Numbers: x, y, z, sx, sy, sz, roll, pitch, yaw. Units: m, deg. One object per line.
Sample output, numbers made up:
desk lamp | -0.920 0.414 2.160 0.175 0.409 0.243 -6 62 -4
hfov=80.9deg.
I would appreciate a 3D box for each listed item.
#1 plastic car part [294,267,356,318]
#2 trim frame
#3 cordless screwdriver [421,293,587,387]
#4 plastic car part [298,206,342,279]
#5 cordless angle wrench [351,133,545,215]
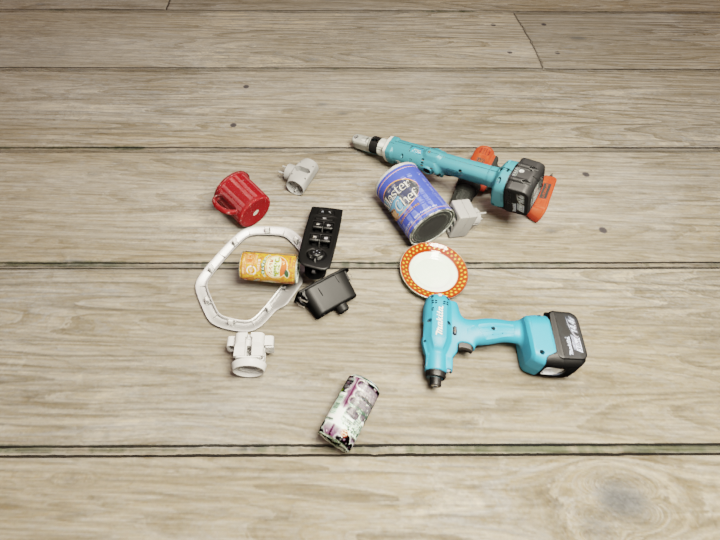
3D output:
plastic car part | -0.053 0.048 0.769 0.114 0.066 0.073 -25 76 -21
trim frame | -0.202 0.004 0.812 0.190 0.027 0.248 26 58 15
cordless screwdriver | 0.228 0.131 0.703 0.253 0.072 0.162 6 57 8
plastic car part | -0.080 -0.052 0.813 0.066 0.066 0.207 12 34 -4
cordless angle wrench | 0.155 -0.230 0.898 0.445 0.093 0.074 26 76 30
